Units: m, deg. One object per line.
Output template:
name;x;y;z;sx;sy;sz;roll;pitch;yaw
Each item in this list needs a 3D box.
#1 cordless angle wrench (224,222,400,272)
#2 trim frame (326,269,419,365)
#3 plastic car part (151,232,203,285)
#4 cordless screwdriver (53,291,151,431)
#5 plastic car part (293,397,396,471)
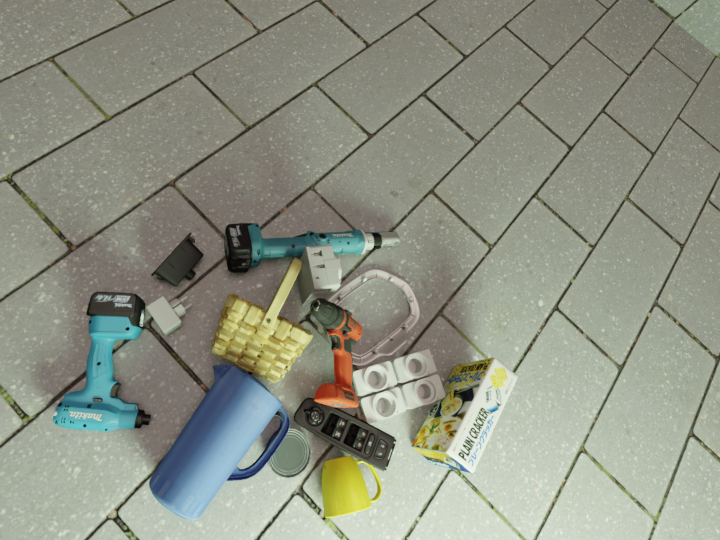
cordless angle wrench;-0.096;-0.063;0.979;0.410;0.073;0.102;-4;48;-20
trim frame;0.029;0.103;0.972;0.244;0.027;0.187;-34;81;-25
plastic car part;-0.381;-0.014;0.903;0.069;0.068;0.116;38;67;-16
cordless screwdriver;-0.459;0.170;0.801;0.156;0.075;0.253;9;71;-12
plastic car part;-0.036;0.319;0.846;0.204;0.066;0.066;26;73;1
